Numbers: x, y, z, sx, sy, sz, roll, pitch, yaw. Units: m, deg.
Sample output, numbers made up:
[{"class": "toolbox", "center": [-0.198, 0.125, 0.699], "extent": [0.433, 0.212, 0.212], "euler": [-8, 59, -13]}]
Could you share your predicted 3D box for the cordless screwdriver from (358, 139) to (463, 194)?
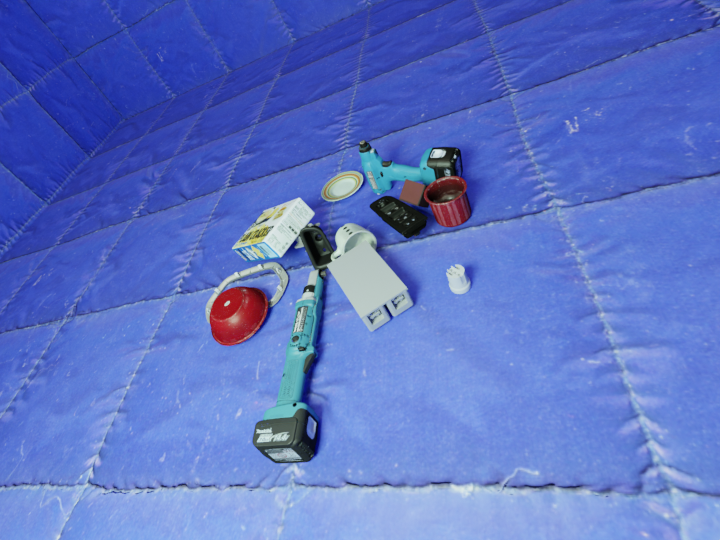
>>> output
[{"class": "cordless screwdriver", "center": [0.118, -0.266, 1.056], "extent": [0.261, 0.151, 0.074], "euler": [5, 51, 33]}]

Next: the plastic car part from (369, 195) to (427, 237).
[{"class": "plastic car part", "center": [0.090, -0.125, 0.999], "extent": [0.066, 0.063, 0.214], "euler": [-41, 37, 0]}]

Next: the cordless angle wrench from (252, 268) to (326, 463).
[{"class": "cordless angle wrench", "center": [-0.118, 0.155, 0.856], "extent": [0.100, 0.071, 0.433], "euler": [-15, 41, 18]}]

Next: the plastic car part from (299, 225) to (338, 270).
[{"class": "plastic car part", "center": [-0.102, -0.067, 1.040], "extent": [0.067, 0.114, 0.072], "euler": [-22, 16, 11]}]

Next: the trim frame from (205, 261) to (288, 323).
[{"class": "trim frame", "center": [-0.298, 0.058, 1.093], "extent": [0.253, 0.026, 0.190], "euler": [-16, 44, 15]}]
